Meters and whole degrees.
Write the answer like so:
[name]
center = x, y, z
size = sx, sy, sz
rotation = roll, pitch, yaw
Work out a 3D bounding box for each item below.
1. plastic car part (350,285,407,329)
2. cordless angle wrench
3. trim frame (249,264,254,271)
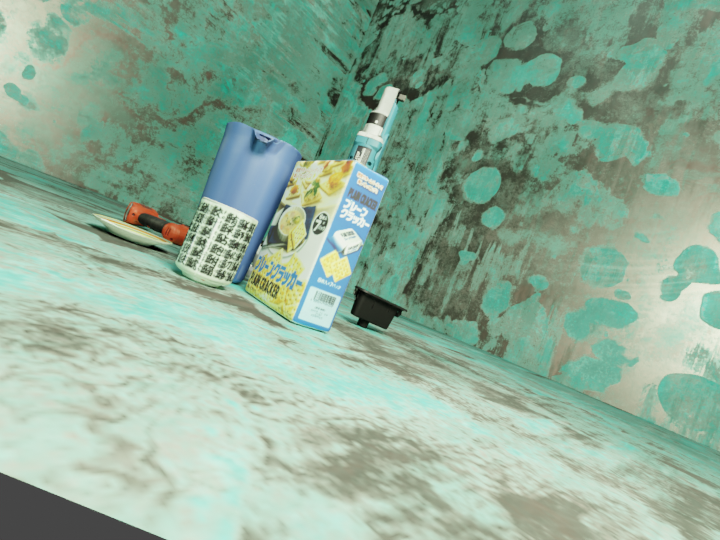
[plastic car part]
center = 0.022, 0.079, 0.829
size = 0.110, 0.071, 0.069
rotation = 23, -3, -34
[cordless angle wrench]
center = -0.020, -0.130, 0.745
size = 0.100, 0.423, 0.072
rotation = 21, -3, 11
[trim frame]
center = -0.172, 0.028, 0.917
size = 0.240, 0.027, 0.190
rotation = 23, -2, -19
